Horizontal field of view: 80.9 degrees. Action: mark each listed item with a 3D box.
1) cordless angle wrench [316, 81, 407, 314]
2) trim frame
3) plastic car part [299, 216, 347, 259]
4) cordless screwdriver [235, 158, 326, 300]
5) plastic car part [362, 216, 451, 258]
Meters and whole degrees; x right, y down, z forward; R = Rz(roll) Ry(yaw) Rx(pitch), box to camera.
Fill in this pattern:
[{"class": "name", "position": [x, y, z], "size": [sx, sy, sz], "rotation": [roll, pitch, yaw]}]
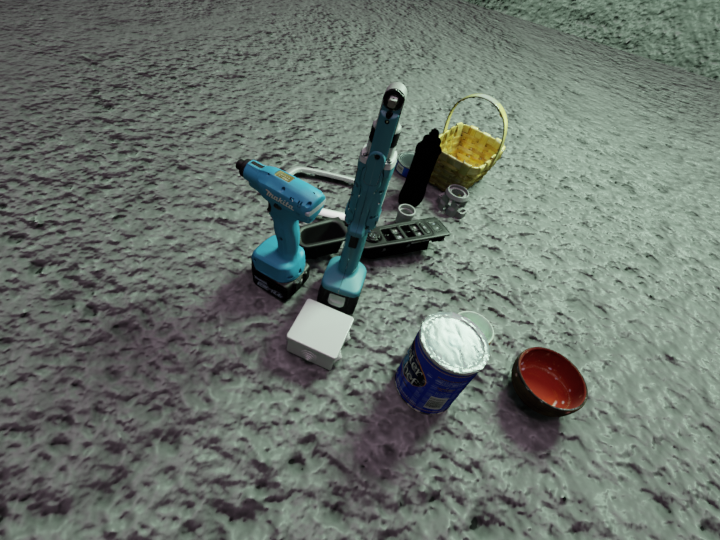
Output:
[{"class": "cordless angle wrench", "position": [0.003, -0.089, 0.662], "size": [0.075, 0.415, 0.099], "rotation": [19, 46, 2]}, {"class": "trim frame", "position": [-0.076, -0.186, 1.005], "size": [0.248, 0.027, 0.188], "rotation": [10, 46, -1]}, {"class": "plastic car part", "position": [-0.083, -0.054, 0.851], "size": [0.113, 0.069, 0.069], "rotation": [-18, 54, -26]}, {"class": "cordless screwdriver", "position": [-0.151, -0.070, 0.734], "size": [0.164, 0.244, 0.073], "rotation": [32, 48, 15]}, {"class": "plastic car part", "position": [0.081, -0.065, 0.894], "size": [0.198, 0.065, 0.069], "rotation": [-8, 50, -18]}]
